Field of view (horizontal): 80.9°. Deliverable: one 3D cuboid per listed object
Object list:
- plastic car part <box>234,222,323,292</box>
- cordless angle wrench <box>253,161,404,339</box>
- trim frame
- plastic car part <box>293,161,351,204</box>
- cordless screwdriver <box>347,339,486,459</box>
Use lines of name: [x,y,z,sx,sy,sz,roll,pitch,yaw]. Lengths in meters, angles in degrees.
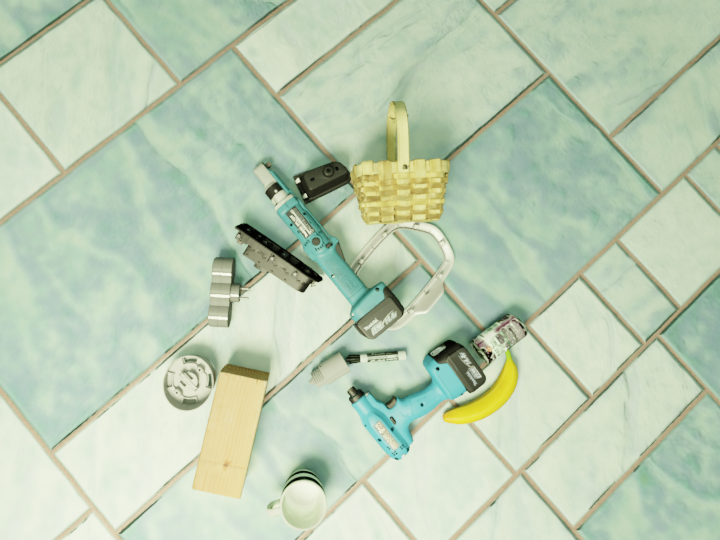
plastic car part: [-0.170,-0.019,0.851,0.203,0.066,0.067,30,94,1]
cordless angle wrench: [-0.083,-0.054,0.847,0.098,0.073,0.432,-40,79,-1]
trim frame: [0.085,0.005,0.878,0.184,0.027,0.248,41,82,1]
plastic car part: [-0.075,-0.193,0.871,0.116,0.071,0.066,-24,89,-3]
cordless screwdriver: [0.106,0.230,0.831,0.248,0.074,0.160,-40,88,-2]
